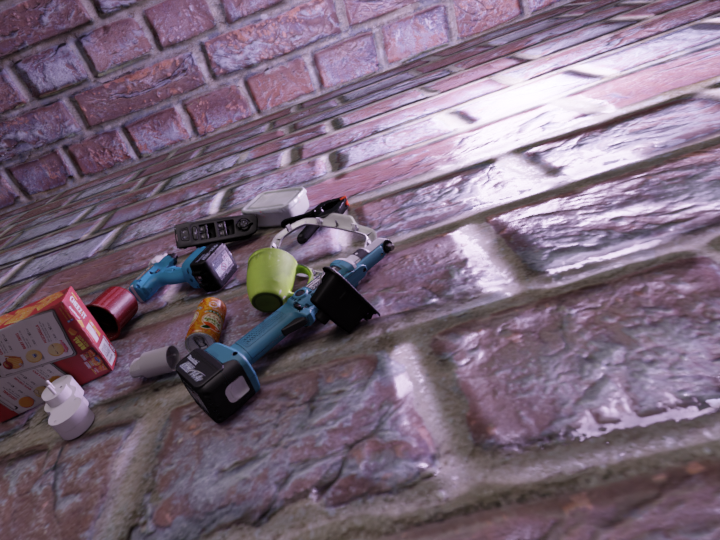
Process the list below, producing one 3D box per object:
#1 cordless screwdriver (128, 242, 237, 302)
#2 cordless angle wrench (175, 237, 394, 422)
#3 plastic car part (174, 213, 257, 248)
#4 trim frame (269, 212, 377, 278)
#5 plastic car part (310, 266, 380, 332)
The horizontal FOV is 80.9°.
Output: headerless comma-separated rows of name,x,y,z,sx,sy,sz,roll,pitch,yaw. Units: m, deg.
cordless screwdriver,-0.400,-0.007,0.976,0.257,0.071,0.160,-11,32,24
cordless angle wrench,-0.090,0.059,0.687,0.103,0.071,0.416,14,44,45
plastic car part,-0.354,-0.091,1.057,0.201,0.065,0.069,-13,62,-8
trim frame,-0.085,-0.056,0.871,0.262,0.026,0.183,13,49,36
plastic car part,-0.036,0.051,0.637,0.070,0.110,0.071,22,73,51
